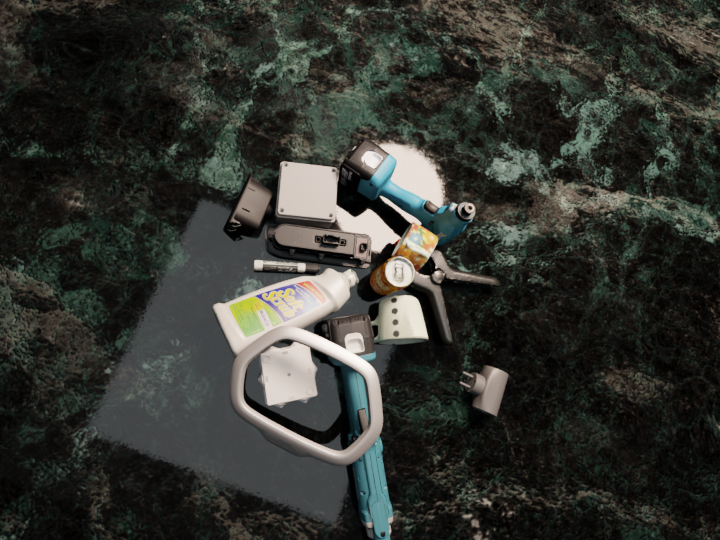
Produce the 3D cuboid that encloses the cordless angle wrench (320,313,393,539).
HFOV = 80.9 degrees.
[{"bbox_3d":[0.007,0.287,0.691,0.073,0.098,0.428,-8,81,-13],"label":"cordless angle wrench"}]

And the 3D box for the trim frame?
[{"bbox_3d":[-0.084,0.193,0.652,0.251,0.027,0.184,24,87,4],"label":"trim frame"}]

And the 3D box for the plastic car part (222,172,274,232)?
[{"bbox_3d":[-0.196,-0.117,0.779,0.069,0.068,0.117,29,70,-19],"label":"plastic car part"}]

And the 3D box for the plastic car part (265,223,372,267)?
[{"bbox_3d":[-0.076,-0.050,0.776,0.202,0.067,0.067,7,84,-4],"label":"plastic car part"}]

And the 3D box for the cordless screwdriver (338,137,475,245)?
[{"bbox_3d":[0.082,-0.144,0.770,0.251,0.159,0.074,37,73,2],"label":"cordless screwdriver"}]
